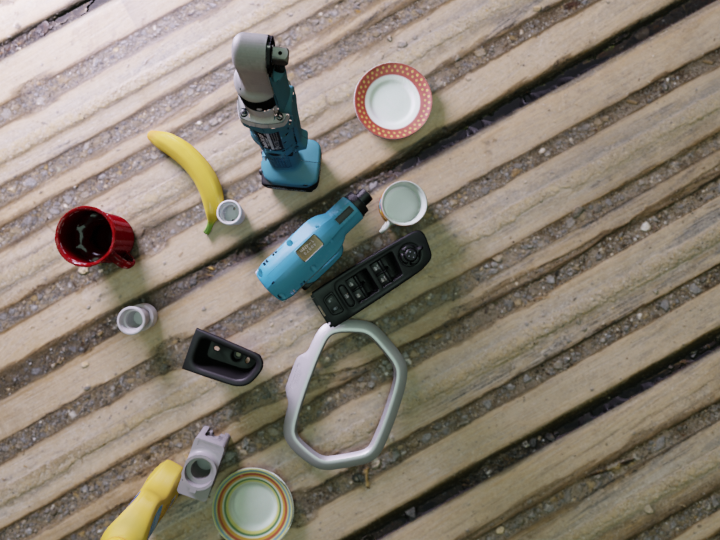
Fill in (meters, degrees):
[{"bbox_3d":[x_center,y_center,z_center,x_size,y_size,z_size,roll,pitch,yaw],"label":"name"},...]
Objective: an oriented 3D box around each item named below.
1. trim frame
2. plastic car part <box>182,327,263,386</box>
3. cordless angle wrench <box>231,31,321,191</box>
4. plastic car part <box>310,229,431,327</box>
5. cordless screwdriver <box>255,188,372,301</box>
[{"bbox_3d":[-0.028,0.201,0.688,0.184,0.027,0.248,19,88,1],"label":"trim frame"},{"bbox_3d":[-0.209,0.137,0.671,0.117,0.071,0.066,19,89,-1],"label":"plastic car part"},{"bbox_3d":[-0.097,-0.163,0.504,0.097,0.424,0.074,6,91,-5],"label":"cordless angle wrench"},{"bbox_3d":[0.021,0.009,0.674,0.203,0.067,0.066,-32,91,-1],"label":"plastic car part"},{"bbox_3d":[-0.057,-0.037,0.586,0.159,0.249,0.074,-44,94,-2],"label":"cordless screwdriver"}]
